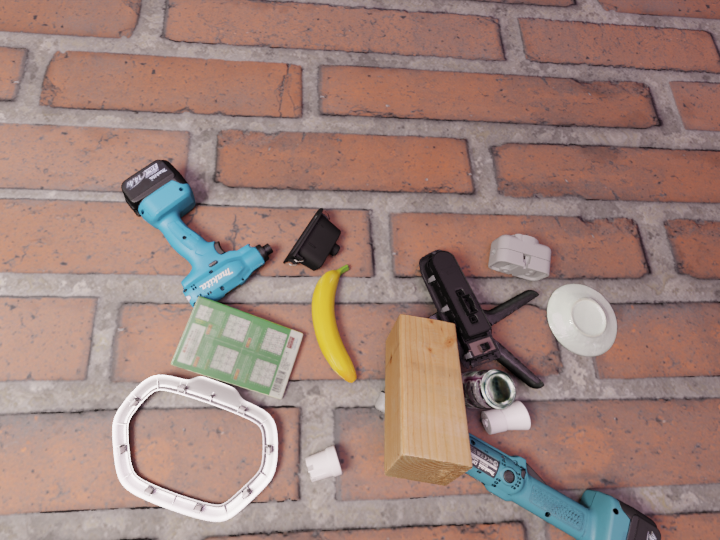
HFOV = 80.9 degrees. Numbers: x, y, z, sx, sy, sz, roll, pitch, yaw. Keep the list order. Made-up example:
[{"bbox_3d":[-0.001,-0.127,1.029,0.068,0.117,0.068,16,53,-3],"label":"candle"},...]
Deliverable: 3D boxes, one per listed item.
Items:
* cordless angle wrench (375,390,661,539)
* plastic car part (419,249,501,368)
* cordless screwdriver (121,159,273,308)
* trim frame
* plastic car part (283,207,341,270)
[{"bbox_3d":[0.212,0.303,0.633,0.429,0.073,0.098,29,70,7],"label":"cordless angle wrench"},{"bbox_3d":[0.157,0.049,0.688,0.066,0.065,0.211,-20,62,-5],"label":"plastic car part"},{"bbox_3d":[-0.273,-0.074,0.711,0.157,0.074,0.252,-35,82,-16],"label":"cordless screwdriver"},{"bbox_3d":[-0.242,0.253,0.617,0.250,0.027,0.185,19,76,2],"label":"trim frame"},{"bbox_3d":[-0.072,-0.047,0.732,0.069,0.067,0.116,38,68,-12],"label":"plastic car part"}]
